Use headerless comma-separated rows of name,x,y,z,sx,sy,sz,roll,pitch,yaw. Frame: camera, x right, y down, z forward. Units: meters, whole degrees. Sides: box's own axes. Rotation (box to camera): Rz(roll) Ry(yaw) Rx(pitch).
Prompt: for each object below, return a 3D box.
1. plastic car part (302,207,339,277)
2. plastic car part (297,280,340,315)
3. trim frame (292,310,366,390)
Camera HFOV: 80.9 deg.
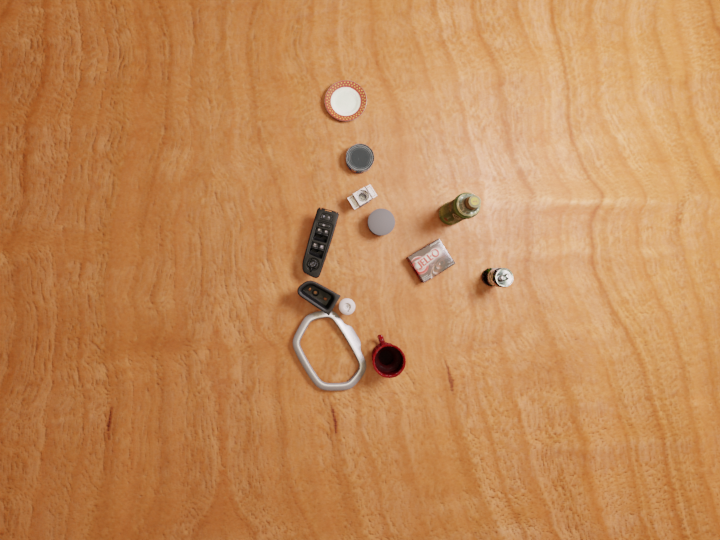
plastic car part,-0.122,-0.080,1.253,0.066,0.067,0.203,16,86,-1
plastic car part,-0.126,0.071,1.239,0.117,0.071,0.066,31,87,1
trim frame,-0.090,0.237,1.248,0.184,0.027,0.250,-32,86,-2
